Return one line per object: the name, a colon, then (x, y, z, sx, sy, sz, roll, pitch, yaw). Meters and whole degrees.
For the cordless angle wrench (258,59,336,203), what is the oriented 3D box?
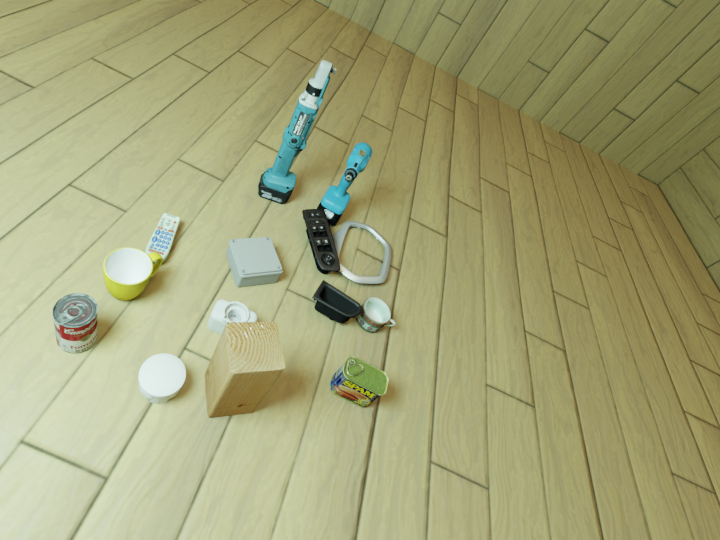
cordless angle wrench: (-0.168, -0.350, 1.102, 0.095, 0.423, 0.076, 20, 46, -17)

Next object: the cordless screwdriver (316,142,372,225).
cordless screwdriver: (-0.052, -0.225, 1.175, 0.074, 0.249, 0.160, 29, 44, -7)

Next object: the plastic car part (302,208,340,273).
plastic car part: (-0.111, -0.073, 1.138, 0.064, 0.067, 0.212, 0, 52, -30)

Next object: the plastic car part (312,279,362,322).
plastic car part: (-0.064, 0.089, 1.015, 0.117, 0.071, 0.066, 33, 44, 1)

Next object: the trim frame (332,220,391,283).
trim frame: (0.002, -0.054, 1.209, 0.182, 0.027, 0.252, 24, 44, -7)
